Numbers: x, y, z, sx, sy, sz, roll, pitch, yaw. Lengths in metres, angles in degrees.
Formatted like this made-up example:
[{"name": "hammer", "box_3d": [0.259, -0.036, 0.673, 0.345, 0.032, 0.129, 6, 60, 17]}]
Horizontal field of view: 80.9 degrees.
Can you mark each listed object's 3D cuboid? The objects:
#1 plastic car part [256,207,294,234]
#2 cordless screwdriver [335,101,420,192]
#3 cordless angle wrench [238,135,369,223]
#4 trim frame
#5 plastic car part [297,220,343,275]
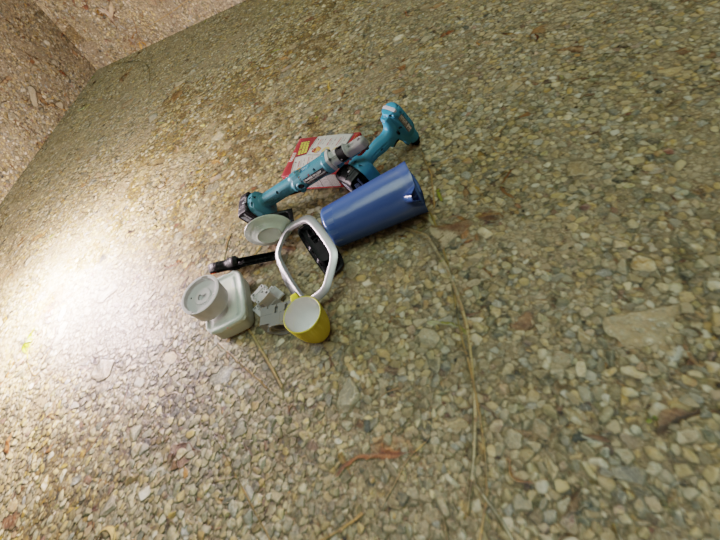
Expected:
[{"name": "plastic car part", "box_3d": [-0.236, -0.119, 1.172, 0.117, 0.068, 0.069, -15, 36, 0]}, {"name": "cordless screwdriver", "box_3d": [0.057, -0.304, 1.132, 0.249, 0.150, 0.079, -54, 46, 4]}, {"name": "cordless angle wrench", "box_3d": [-0.159, -0.243, 1.138, 0.434, 0.092, 0.077, -24, 51, 29]}, {"name": "trim frame", "box_3d": [-0.137, -0.028, 1.035, 0.184, 0.026, 0.262, -53, 50, 17]}, {"name": "plastic car part", "box_3d": [-0.105, -0.069, 1.078, 0.066, 0.064, 0.214, -30, 51, -6]}]
